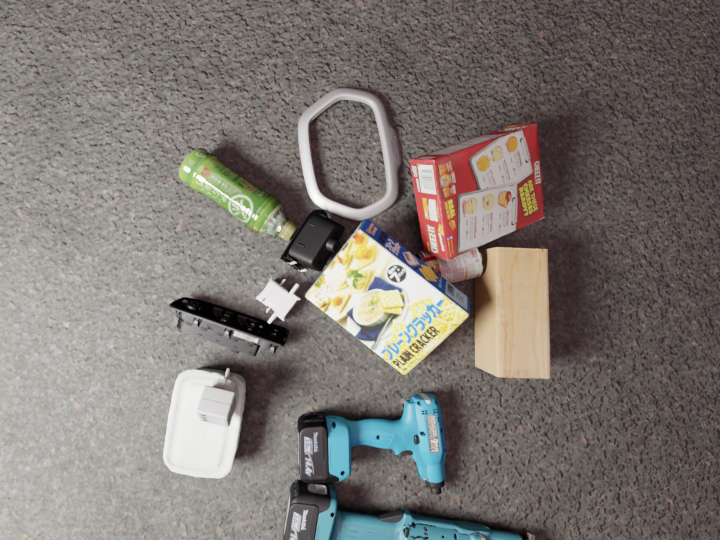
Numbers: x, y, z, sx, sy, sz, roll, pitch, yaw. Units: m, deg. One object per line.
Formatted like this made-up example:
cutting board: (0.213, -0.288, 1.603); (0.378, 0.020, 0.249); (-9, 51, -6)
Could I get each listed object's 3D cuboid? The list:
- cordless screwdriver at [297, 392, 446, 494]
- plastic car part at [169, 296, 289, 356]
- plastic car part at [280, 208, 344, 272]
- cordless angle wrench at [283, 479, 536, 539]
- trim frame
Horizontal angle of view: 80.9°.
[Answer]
cordless screwdriver: (0.020, 0.303, 0.702); (0.246, 0.075, 0.160); (-6, 86, -6)
plastic car part: (-0.228, 0.099, 0.724); (0.203, 0.067, 0.066); (23, 111, -1)
plastic car part: (-0.071, -0.046, 0.722); (0.075, 0.062, 0.116); (29, 83, 34)
cordless angle wrench: (0.087, 0.433, 0.694); (0.421, 0.074, 0.098); (10, 86, -3)
trim frame: (-0.017, -0.213, 0.771); (0.184, 0.027, 0.250); (-10, 83, -1)
